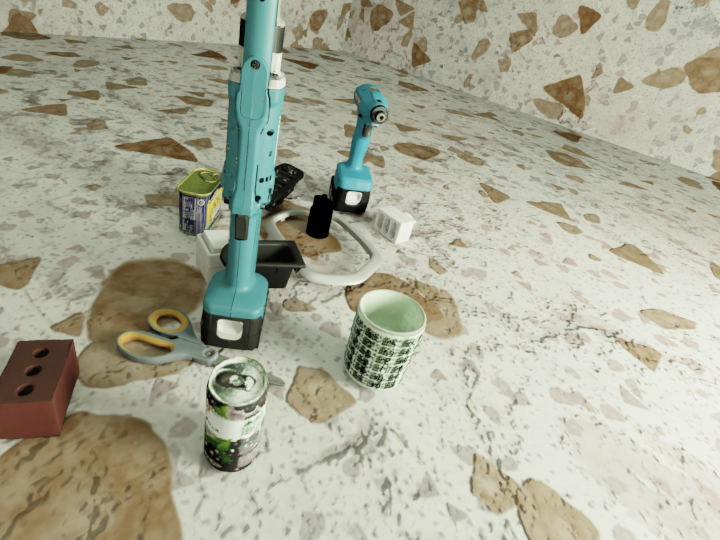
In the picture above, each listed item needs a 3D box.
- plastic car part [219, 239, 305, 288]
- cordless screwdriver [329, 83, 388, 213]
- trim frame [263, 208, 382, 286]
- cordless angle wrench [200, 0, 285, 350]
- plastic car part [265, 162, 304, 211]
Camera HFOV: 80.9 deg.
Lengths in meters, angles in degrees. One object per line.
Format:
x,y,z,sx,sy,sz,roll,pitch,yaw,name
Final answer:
-0.148,-0.001,0.612,0.113,0.069,0.069,-3,37,-22,plastic car part
0.000,-0.226,0.830,0.073,0.244,0.165,6,34,-14,cordless screwdriver
-0.072,-0.047,0.741,0.177,0.027,0.263,-11,40,-30,trim frame
-0.119,-0.093,0.446,0.073,0.415,0.101,10,33,-9,cordless angle wrench
-0.168,-0.165,0.850,0.067,0.066,0.204,17,34,5,plastic car part
